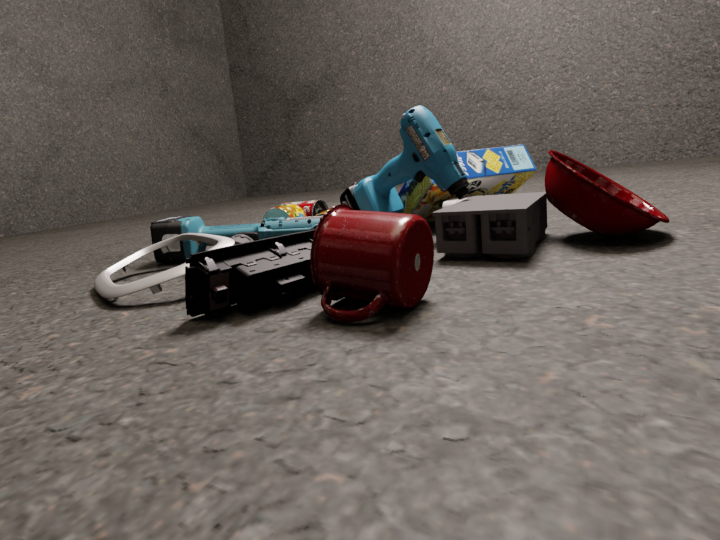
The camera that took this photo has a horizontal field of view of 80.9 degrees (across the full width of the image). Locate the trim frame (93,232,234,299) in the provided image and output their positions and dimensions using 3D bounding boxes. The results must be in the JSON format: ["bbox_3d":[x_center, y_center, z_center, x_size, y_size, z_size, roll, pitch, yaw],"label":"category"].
[{"bbox_3d":[-0.269,-0.013,0.582,0.180,0.027,0.261,-33,24,-30],"label":"trim frame"}]

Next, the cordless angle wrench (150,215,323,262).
[{"bbox_3d":[-0.145,-0.064,0.729,0.429,0.073,0.098,-2,13,8],"label":"cordless angle wrench"}]

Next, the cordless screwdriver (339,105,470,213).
[{"bbox_3d":[0.070,-0.138,0.723,0.072,0.163,0.251,-16,-16,-36],"label":"cordless screwdriver"}]

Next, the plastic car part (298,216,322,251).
[{"bbox_3d":[-0.060,-0.039,0.615,0.070,0.065,0.121,-25,15,-18],"label":"plastic car part"}]

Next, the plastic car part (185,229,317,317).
[{"bbox_3d":[-0.077,-0.001,0.443,0.071,0.065,0.196,16,25,38],"label":"plastic car part"}]
